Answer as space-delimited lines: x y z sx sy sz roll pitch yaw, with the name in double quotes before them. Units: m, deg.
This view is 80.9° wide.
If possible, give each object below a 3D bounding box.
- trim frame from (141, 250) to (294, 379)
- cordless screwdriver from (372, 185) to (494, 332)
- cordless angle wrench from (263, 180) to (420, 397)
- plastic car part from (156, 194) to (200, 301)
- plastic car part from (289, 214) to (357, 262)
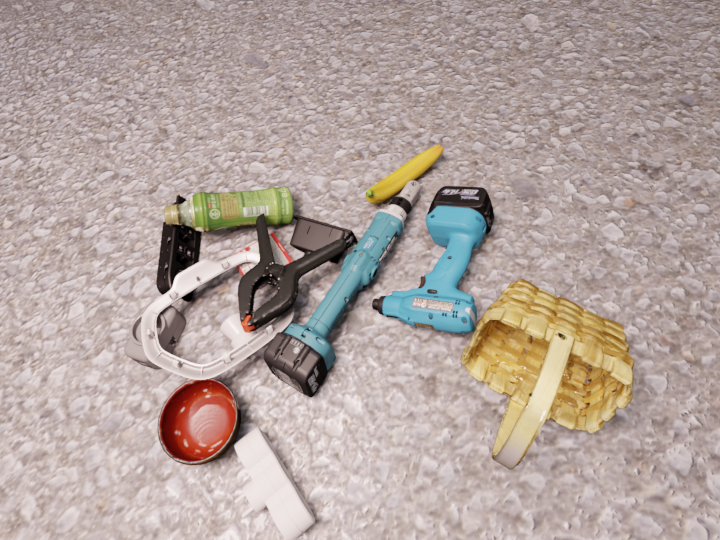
"trim frame" -0.219 0.059 0.660 0.244 0.027 0.193 -34 61 -22
"cordless screwdriver" 0.123 -0.022 0.690 0.167 0.070 0.251 3 58 32
"cordless angle wrench" 0.000 -0.004 0.692 0.077 0.094 0.422 23 62 19
"plastic car part" -0.332 -0.037 0.762 0.068 0.063 0.211 -19 58 9
"plastic car part" -0.073 -0.048 0.745 0.120 0.063 0.071 15 77 17
